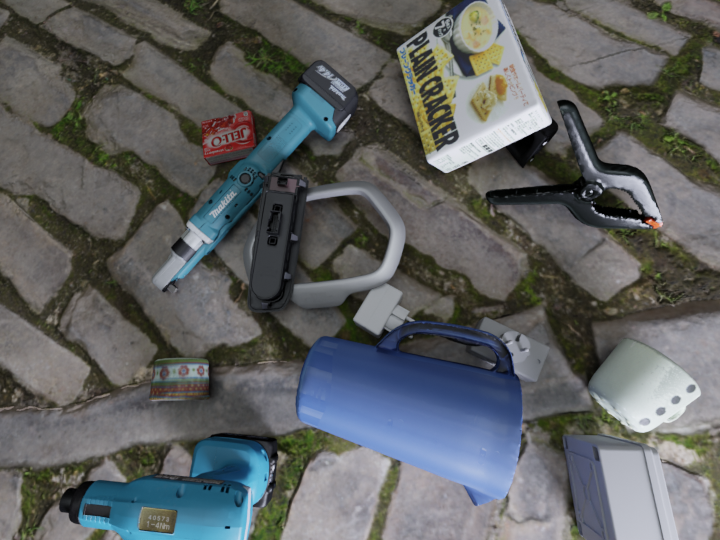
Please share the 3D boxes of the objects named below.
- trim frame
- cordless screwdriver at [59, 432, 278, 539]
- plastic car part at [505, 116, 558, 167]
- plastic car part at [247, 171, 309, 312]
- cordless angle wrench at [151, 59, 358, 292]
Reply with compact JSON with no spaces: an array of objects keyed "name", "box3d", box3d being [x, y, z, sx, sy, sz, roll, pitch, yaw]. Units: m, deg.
[{"name":"trim frame","box3d":[-0.059,-0.039,0.608,0.255,0.026,0.188,-8,68,17]},{"name":"cordless screwdriver","box3d":[-0.175,0.225,0.447,0.160,0.244,0.075,4,75,1]},{"name":"plastic car part","box3d":[0.246,-0.224,0.633,0.070,0.065,0.121,-20,67,-16]},{"name":"plastic car part","box3d":[-0.115,-0.042,0.581,0.066,0.067,0.204,8,83,-6]},{"name":"cordless angle wrench","box3d":[-0.172,-0.137,0.656,0.098,0.074,0.422,41,86,-1]}]
